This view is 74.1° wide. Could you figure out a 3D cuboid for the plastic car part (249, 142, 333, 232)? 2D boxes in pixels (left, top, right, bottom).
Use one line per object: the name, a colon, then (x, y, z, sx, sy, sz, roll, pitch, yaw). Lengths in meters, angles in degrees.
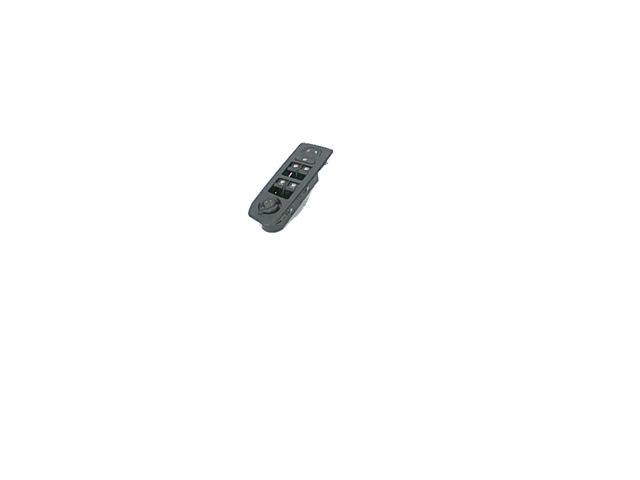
plastic car part: (-0.051, -0.087, 0.723, 0.066, 0.202, 0.067, 24, -38, 15)
